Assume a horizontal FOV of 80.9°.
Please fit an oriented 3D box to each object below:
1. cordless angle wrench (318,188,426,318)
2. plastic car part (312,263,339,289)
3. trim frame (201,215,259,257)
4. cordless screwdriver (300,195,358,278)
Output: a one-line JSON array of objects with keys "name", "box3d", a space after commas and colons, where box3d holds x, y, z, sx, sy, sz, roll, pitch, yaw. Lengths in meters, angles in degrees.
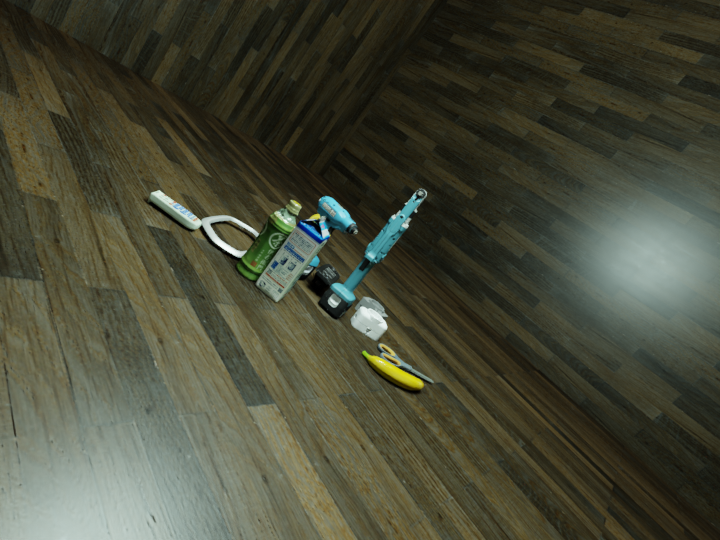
[{"name": "cordless angle wrench", "box3d": [0.042, -0.050, 1.164, 0.076, 0.424, 0.095, 41, 14, 10]}, {"name": "plastic car part", "box3d": [-0.108, 0.023, 1.310, 0.067, 0.067, 0.201, 38, 14, 1]}, {"name": "trim frame", "box3d": [-0.348, -0.093, 1.189, 0.186, 0.027, 0.246, 37, 14, 3]}, {"name": "cordless screwdriver", "box3d": [-0.120, -0.079, 1.231, 0.168, 0.249, 0.070, 47, 16, 33]}]
